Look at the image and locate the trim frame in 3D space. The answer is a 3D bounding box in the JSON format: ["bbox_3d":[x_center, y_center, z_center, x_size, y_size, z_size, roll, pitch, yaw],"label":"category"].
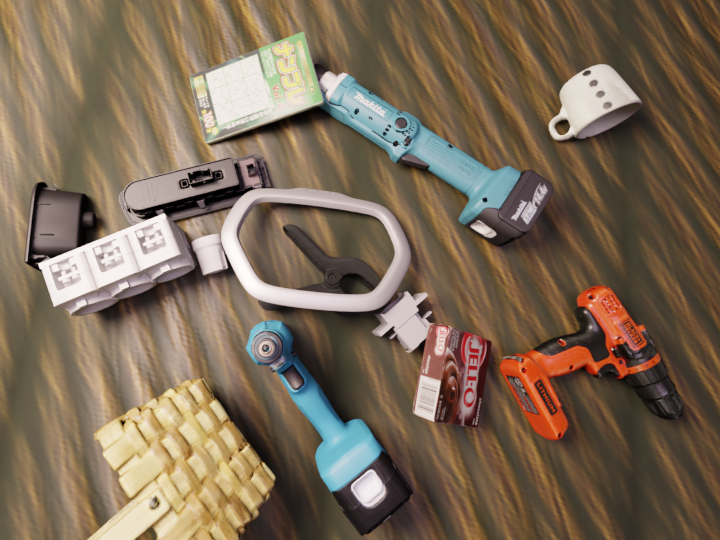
[{"bbox_3d":[-0.053,-0.035,0.547,0.245,0.027,0.189,4,61,-8],"label":"trim frame"}]

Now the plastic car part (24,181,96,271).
[{"bbox_3d":[-0.387,-0.060,0.553,0.069,0.067,0.118,3,76,-20],"label":"plastic car part"}]

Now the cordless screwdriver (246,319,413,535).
[{"bbox_3d":[-0.044,0.163,0.471,0.074,0.159,0.251,-35,86,-11],"label":"cordless screwdriver"}]

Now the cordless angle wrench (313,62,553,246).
[{"bbox_3d":[0.052,-0.191,0.593,0.428,0.073,0.098,35,79,6],"label":"cordless angle wrench"}]

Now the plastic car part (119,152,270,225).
[{"bbox_3d":[-0.226,-0.109,0.568,0.202,0.067,0.066,-16,90,-4],"label":"plastic car part"}]
